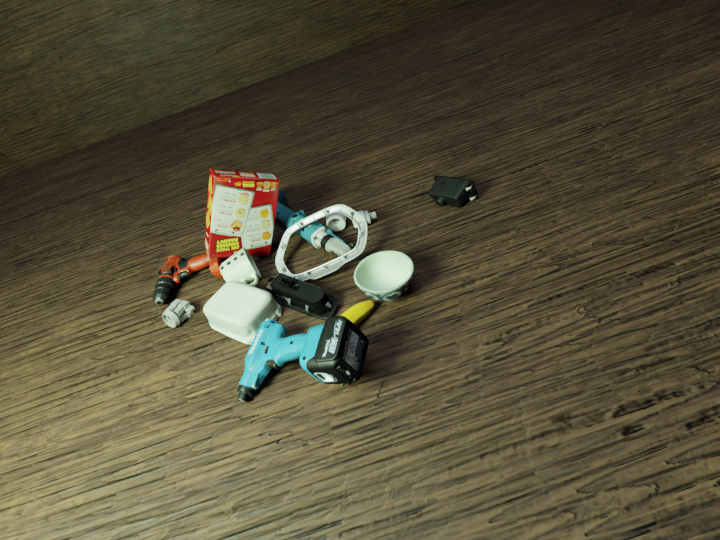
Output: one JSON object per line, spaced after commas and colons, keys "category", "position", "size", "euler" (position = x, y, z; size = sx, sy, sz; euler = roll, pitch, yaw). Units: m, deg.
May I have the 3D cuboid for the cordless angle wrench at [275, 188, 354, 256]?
{"category": "cordless angle wrench", "position": [-0.167, -0.130, 1.145], "size": [0.097, 0.071, 0.448], "euler": [-40, 45, -17]}

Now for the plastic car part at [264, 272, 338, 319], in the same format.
{"category": "plastic car part", "position": [-0.136, 0.047, 0.929], "size": [0.214, 0.064, 0.066], "euler": [20, 52, 35]}

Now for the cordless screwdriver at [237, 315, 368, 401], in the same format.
{"category": "cordless screwdriver", "position": [-0.115, 0.161, 0.743], "size": [0.259, 0.070, 0.161], "euler": [-9, 48, 39]}

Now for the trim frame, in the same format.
{"category": "trim frame", "position": [-0.099, -0.065, 1.013], "size": [0.252, 0.026, 0.191], "euler": [-23, 58, 14]}

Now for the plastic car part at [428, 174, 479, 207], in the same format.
{"category": "plastic car part", "position": [0.222, -0.191, 1.058], "size": [0.123, 0.062, 0.071], "euler": [20, 66, 43]}
